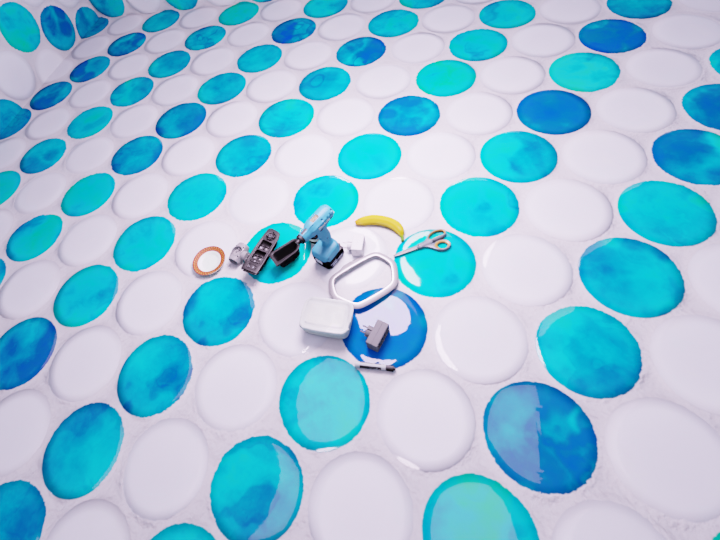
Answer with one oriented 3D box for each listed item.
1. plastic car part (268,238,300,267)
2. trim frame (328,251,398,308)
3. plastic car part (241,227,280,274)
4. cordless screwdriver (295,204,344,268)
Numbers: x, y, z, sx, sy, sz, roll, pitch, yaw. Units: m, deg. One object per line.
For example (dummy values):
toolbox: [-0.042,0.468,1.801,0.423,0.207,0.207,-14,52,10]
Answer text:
plastic car part: [-0.259,-0.054,1.512,0.115,0.068,0.069,-34,58,-11]
trim frame: [0.011,0.030,1.424,0.246,0.026,0.194,-32,57,-9]
plastic car part: [-0.352,-0.063,1.541,0.069,0.064,0.204,14,62,18]
cordless screwdriver: [-0.137,-0.090,1.406,0.078,0.239,0.158,31,67,24]
